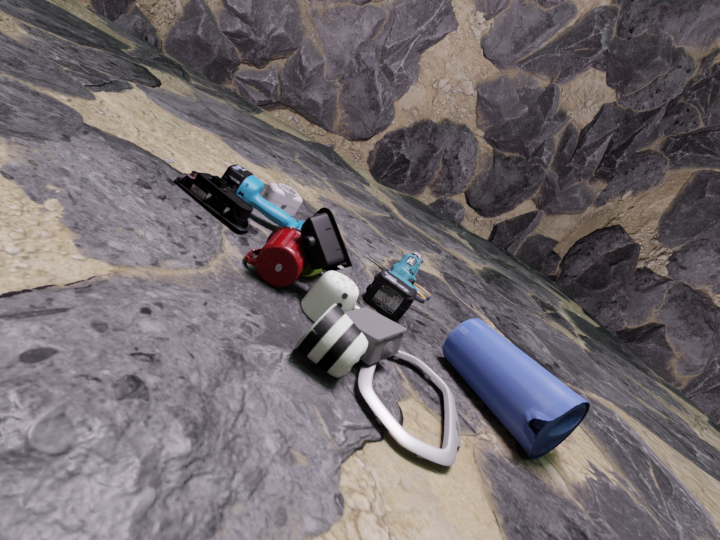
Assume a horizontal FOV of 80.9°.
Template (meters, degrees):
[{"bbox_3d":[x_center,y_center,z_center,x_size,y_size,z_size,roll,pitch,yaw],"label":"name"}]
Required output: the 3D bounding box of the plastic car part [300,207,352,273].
[{"bbox_3d":[-0.073,-0.048,0.746,0.069,0.068,0.116,-24,94,-56],"label":"plastic car part"}]

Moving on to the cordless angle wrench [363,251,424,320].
[{"bbox_3d":[0.110,0.007,1.074,0.099,0.074,0.416,35,21,5],"label":"cordless angle wrench"}]

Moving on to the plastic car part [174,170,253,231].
[{"bbox_3d":[-0.298,-0.155,0.895,0.210,0.067,0.064,41,13,17],"label":"plastic car part"}]

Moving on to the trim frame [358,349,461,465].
[{"bbox_3d":[0.080,0.196,0.654,0.186,0.027,0.246,32,17,3],"label":"trim frame"}]

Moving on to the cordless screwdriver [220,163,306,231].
[{"bbox_3d":[-0.211,-0.149,0.994,0.249,0.074,0.159,36,14,-1],"label":"cordless screwdriver"}]
